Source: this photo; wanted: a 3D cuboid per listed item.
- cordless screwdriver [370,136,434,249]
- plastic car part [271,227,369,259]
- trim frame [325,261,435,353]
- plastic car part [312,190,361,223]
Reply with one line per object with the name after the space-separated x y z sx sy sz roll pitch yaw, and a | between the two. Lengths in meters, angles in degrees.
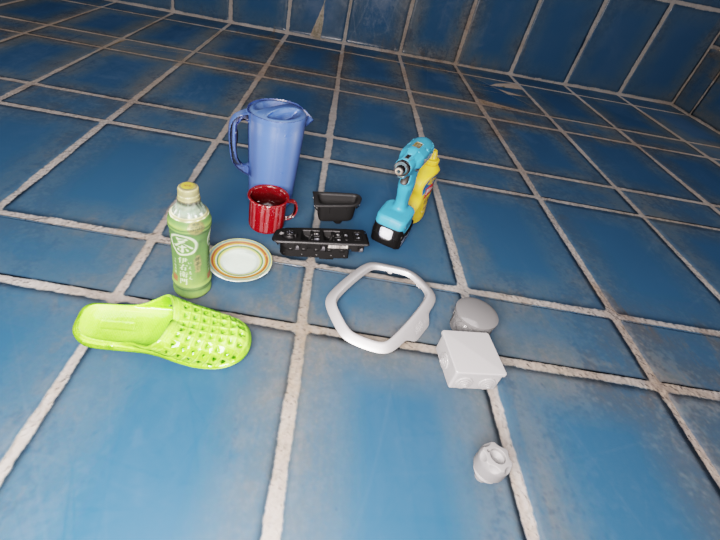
0.085 -0.157 0.923 0.076 0.244 0.158 26 40 12 | cordless screwdriver
-0.088 -0.058 0.904 0.200 0.065 0.068 5 40 -8 | plastic car part
0.043 0.064 0.818 0.192 0.027 0.243 30 43 21 | trim frame
-0.058 -0.146 1.013 0.114 0.069 0.068 3 40 -12 | plastic car part
